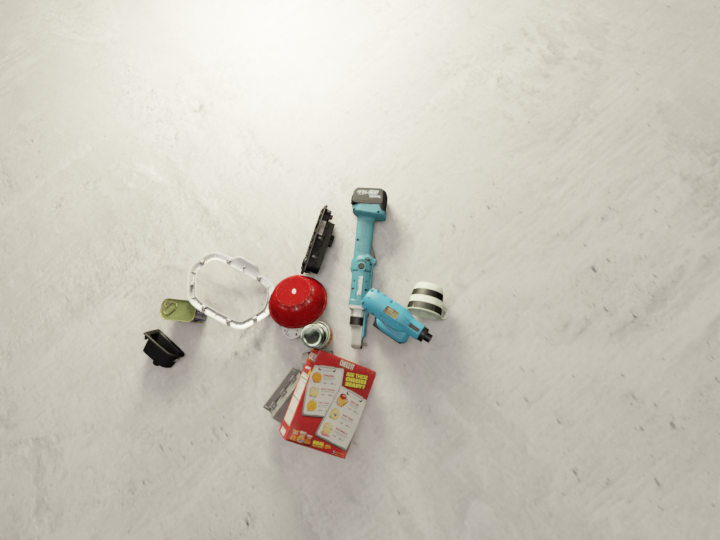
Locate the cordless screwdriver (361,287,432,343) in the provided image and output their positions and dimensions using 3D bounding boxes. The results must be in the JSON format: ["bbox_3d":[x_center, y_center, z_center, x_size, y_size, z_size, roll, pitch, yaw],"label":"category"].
[{"bbox_3d":[0.093,0.123,0.975,0.165,0.240,0.074,33,83,18],"label":"cordless screwdriver"}]

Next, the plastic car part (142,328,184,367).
[{"bbox_3d":[-0.552,0.225,1.164,0.120,0.064,0.071,39,99,13],"label":"plastic car part"}]

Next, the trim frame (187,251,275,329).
[{"bbox_3d":[-0.350,0.050,1.146,0.248,0.027,0.185,28,64,-1],"label":"trim frame"}]

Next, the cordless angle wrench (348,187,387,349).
[{"bbox_3d":[0.007,-0.008,1.120,0.100,0.072,0.427,4,78,9],"label":"cordless angle wrench"}]

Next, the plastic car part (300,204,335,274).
[{"bbox_3d":[-0.113,-0.074,1.160,0.065,0.068,0.204,26,73,-17],"label":"plastic car part"}]
